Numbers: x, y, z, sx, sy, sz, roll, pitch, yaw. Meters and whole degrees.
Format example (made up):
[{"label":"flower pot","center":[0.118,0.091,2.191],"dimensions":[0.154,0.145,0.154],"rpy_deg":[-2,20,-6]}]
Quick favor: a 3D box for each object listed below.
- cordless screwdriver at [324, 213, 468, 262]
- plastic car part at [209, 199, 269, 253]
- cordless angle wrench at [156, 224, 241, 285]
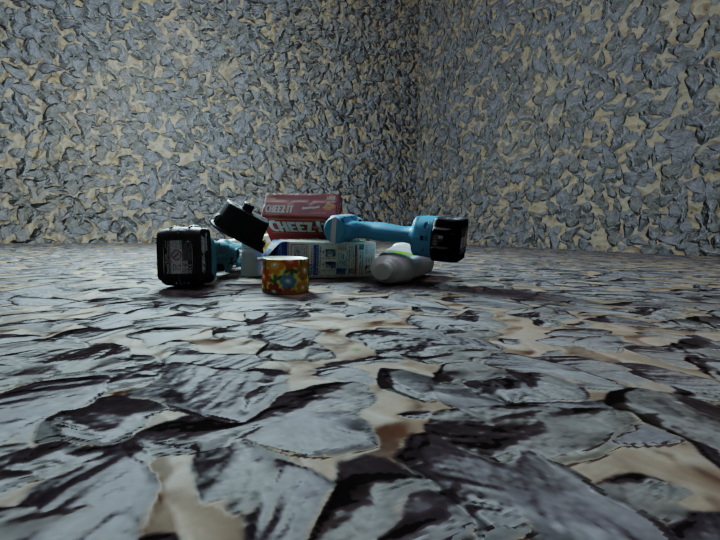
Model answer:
[{"label":"cordless screwdriver","center":[0.070,-0.073,0.799],"dimensions":[0.258,0.074,0.155],"rpy_deg":[8,11,21]},{"label":"plastic car part","center":[-0.221,-0.093,0.805],"dimensions":[0.113,0.071,0.068],"rpy_deg":[31,9,-17]},{"label":"cordless angle wrench","center":[-0.277,-0.030,0.864],"dimensions":[0.075,0.098,0.420],"rpy_deg":[-2,2,2]}]
